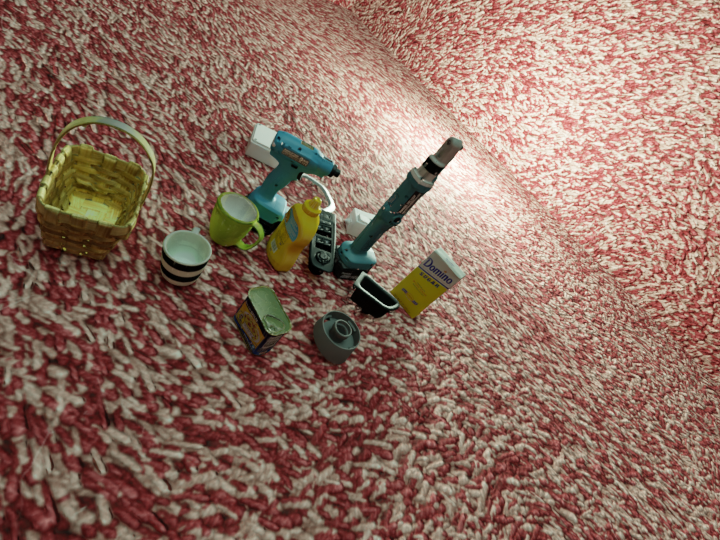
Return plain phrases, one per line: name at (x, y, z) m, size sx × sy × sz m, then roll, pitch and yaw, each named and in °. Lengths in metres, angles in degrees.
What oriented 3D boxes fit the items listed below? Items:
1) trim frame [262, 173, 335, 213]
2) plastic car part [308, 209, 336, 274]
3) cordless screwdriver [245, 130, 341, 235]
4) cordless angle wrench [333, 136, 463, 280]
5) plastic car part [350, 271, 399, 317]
trim frame at (-0.168, -0.209, 1.173) m, size 0.187 × 0.028 × 0.243 m, roll 43°, pitch 36°, yaw 8°
plastic car part at (-0.102, -0.066, 1.039) m, size 0.064 × 0.067 × 0.210 m, roll 21°, pitch 39°, yaw -24°
cordless screwdriver at (-0.167, -0.181, 0.954) m, size 0.154 × 0.250 × 0.076 m, roll 27°, pitch 39°, yaw -19°
cordless angle wrench at (0.073, -0.131, 0.952) m, size 0.093 × 0.426 × 0.077 m, roll 9°, pitch 47°, yaw -37°
plastic car part at (0.024, 0.071, 0.991) m, size 0.117 × 0.071 × 0.065 m, roll 41°, pitch 36°, yaw 3°
